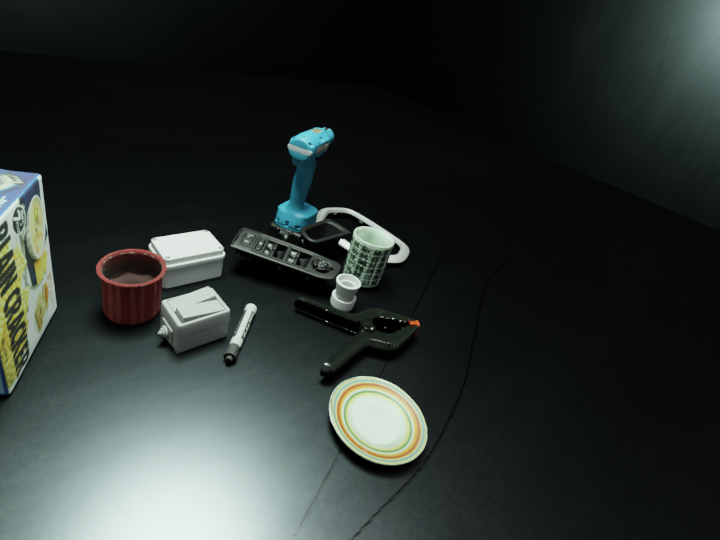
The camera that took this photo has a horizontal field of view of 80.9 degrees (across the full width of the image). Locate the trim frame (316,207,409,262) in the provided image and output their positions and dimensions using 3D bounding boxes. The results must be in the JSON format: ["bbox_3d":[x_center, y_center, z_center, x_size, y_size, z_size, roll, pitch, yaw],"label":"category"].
[{"bbox_3d":[0.000,-0.085,0.992,0.261,0.027,0.178,34,36,29],"label":"trim frame"}]

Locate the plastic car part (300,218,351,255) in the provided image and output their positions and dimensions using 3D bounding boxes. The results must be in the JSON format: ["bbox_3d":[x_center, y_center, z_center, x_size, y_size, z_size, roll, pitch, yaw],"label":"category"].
[{"bbox_3d":[-0.085,-0.056,0.870,0.069,0.070,0.113,32,35,25],"label":"plastic car part"}]

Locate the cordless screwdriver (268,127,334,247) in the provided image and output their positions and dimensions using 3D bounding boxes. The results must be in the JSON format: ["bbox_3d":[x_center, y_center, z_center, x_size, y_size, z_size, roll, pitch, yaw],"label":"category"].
[{"bbox_3d":[-0.113,-0.172,0.876,0.076,0.245,0.158,23,31,8],"label":"cordless screwdriver"}]

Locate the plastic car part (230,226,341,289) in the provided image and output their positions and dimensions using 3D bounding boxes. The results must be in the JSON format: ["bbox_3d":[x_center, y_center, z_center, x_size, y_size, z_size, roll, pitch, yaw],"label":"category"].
[{"bbox_3d":[-0.138,-0.013,0.784,0.204,0.066,0.067,16,31,2],"label":"plastic car part"}]
